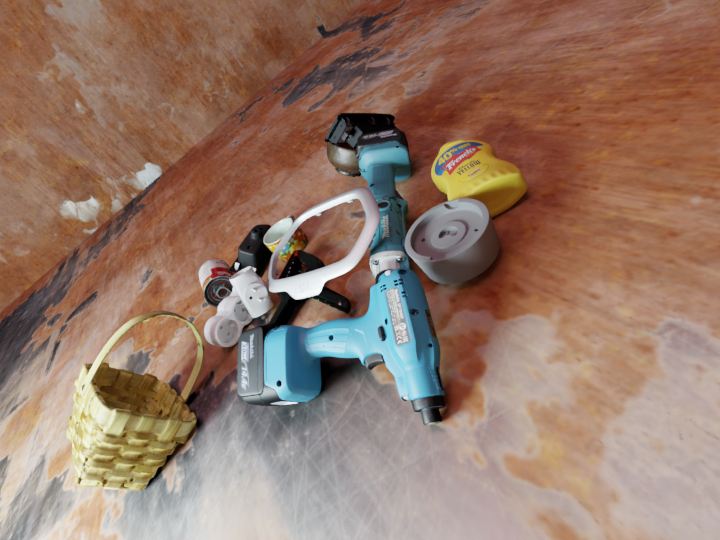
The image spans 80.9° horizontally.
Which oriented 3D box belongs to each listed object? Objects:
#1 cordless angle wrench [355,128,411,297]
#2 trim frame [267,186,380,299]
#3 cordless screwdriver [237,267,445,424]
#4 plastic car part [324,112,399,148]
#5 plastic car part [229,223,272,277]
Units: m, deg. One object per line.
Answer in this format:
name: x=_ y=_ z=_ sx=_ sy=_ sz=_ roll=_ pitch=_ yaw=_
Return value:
cordless angle wrench: x=0.041 y=-0.084 z=0.659 sx=0.099 sy=0.071 sz=0.435 roll=-9 pitch=44 yaw=9
trim frame: x=-0.065 y=-0.042 z=0.662 sx=0.258 sy=0.026 sz=0.187 roll=-15 pitch=48 yaw=40
cordless screwdriver: x=-0.029 y=0.111 z=0.488 sx=0.255 sy=0.070 sz=0.164 roll=-23 pitch=60 yaw=25
plastic car part: x=0.020 y=-0.283 z=0.861 sx=0.197 sy=0.069 sz=0.066 roll=-28 pitch=-28 yaw=-49
plastic car part: x=-0.213 y=-0.051 z=0.856 sx=0.067 sy=0.069 sz=0.118 roll=15 pitch=52 yaw=6
